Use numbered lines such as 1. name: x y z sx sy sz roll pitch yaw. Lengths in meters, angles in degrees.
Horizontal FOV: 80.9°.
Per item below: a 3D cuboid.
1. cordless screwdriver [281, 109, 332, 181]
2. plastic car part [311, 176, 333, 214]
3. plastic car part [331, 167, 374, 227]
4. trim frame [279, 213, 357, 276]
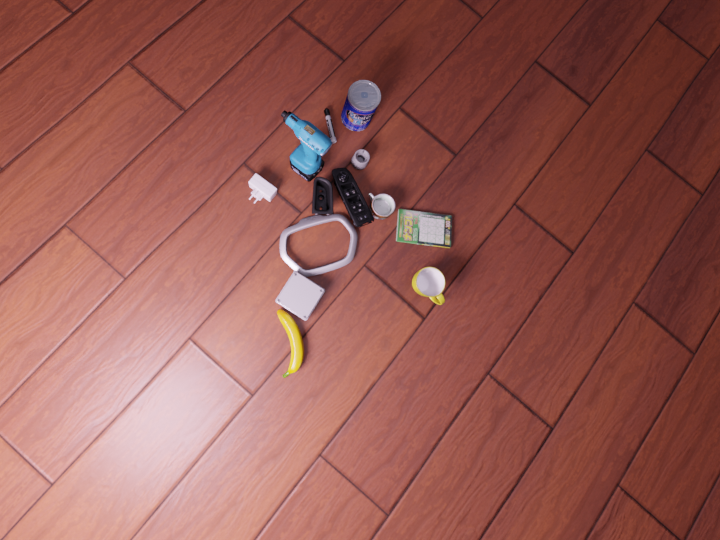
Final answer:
1. cordless screwdriver: -0.169 -0.363 1.237 0.159 0.249 0.074 40 77 -2
2. plastic car part: -0.120 -0.224 1.305 0.065 0.071 0.118 1 80 -9
3. plastic car part: -0.030 -0.228 1.318 0.065 0.067 0.205 -22 82 -12
4. trim frame: -0.127 -0.083 1.299 0.245 0.027 0.186 -19 81 -9
